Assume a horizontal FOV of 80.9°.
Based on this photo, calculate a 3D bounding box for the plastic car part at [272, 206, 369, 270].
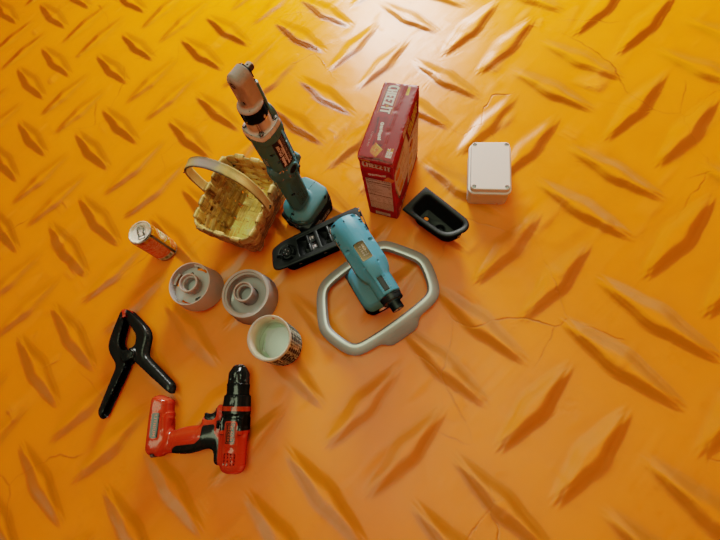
[{"bbox_3d":[-0.083,-0.054,0.852,0.204,0.064,0.068,-22,68,3],"label":"plastic car part"}]

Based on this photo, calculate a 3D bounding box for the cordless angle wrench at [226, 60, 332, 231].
[{"bbox_3d":[-0.134,-0.186,0.726,0.077,0.408,0.098,31,78,16],"label":"cordless angle wrench"}]

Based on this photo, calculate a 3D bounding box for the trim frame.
[{"bbox_3d":[0.028,0.050,0.807,0.248,0.026,0.192,-36,66,-3],"label":"trim frame"}]

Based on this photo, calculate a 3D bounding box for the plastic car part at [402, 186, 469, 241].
[{"bbox_3d":[0.147,-0.093,0.813,0.066,0.068,0.121,-44,68,-7],"label":"plastic car part"}]

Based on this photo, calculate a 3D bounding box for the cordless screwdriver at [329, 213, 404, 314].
[{"bbox_3d":[0.025,0.021,0.703,0.074,0.240,0.165,-31,69,-3],"label":"cordless screwdriver"}]
